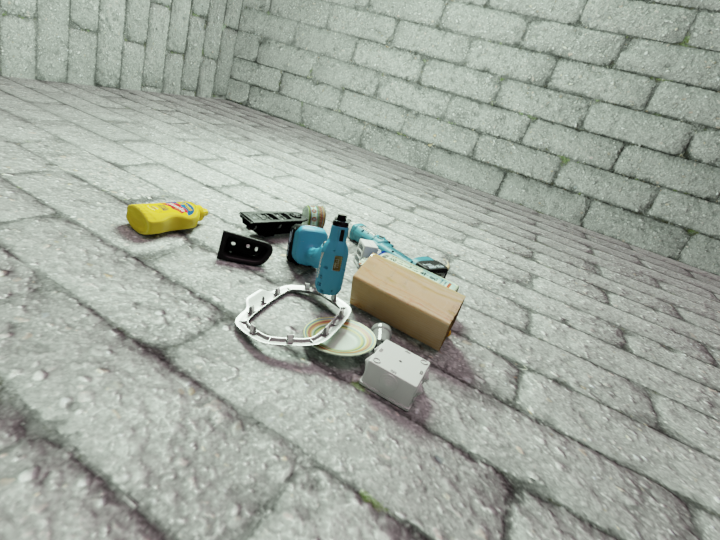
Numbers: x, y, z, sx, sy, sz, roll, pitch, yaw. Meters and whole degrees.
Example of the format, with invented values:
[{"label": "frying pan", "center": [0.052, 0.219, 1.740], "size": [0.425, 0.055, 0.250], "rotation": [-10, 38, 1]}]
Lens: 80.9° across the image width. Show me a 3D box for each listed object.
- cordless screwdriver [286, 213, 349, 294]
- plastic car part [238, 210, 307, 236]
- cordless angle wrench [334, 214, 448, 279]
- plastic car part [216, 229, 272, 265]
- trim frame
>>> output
[{"label": "cordless screwdriver", "center": [-0.090, -0.059, 0.919], "size": [0.072, 0.158, 0.260], "rotation": [8, 11, -24]}, {"label": "plastic car part", "center": [-0.225, -0.124, 1.126], "size": [0.070, 0.066, 0.195], "rotation": [26, 28, 38]}, {"label": "cordless angle wrench", "center": [0.054, -0.070, 1.194], "size": [0.093, 0.073, 0.448], "rotation": [-3, 28, -39]}, {"label": "plastic car part", "center": [-0.264, -0.052, 0.967], "size": [0.113, 0.065, 0.073], "rotation": [13, 9, -18]}, {"label": "trim frame", "center": [-0.121, 0.074, 0.785], "size": [0.191, 0.027, 0.244], "rotation": [13, 23, 18]}]
